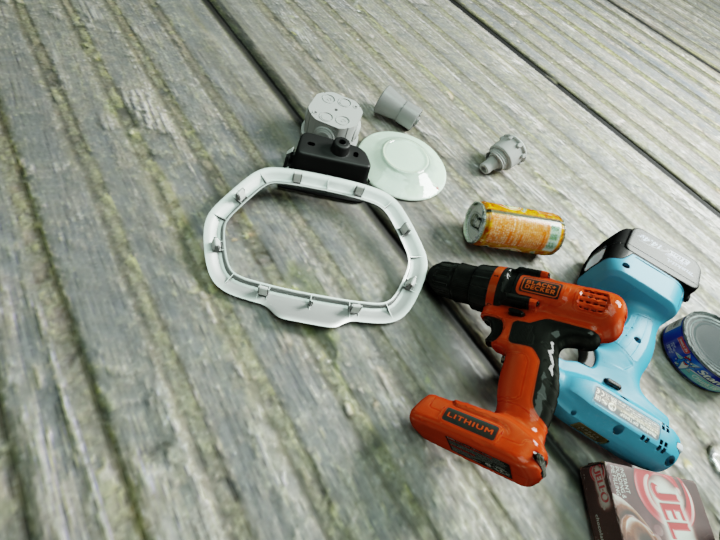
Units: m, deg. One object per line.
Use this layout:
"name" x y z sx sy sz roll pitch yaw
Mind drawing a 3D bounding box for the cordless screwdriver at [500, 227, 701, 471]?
"cordless screwdriver" 0.260 0.056 0.455 0.162 0.073 0.248 31 59 9

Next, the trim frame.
"trim frame" -0.045 -0.029 0.460 0.246 0.027 0.187 12 65 -6

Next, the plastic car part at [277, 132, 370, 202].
"plastic car part" -0.037 -0.133 0.519 0.116 0.070 0.067 11 56 -3
